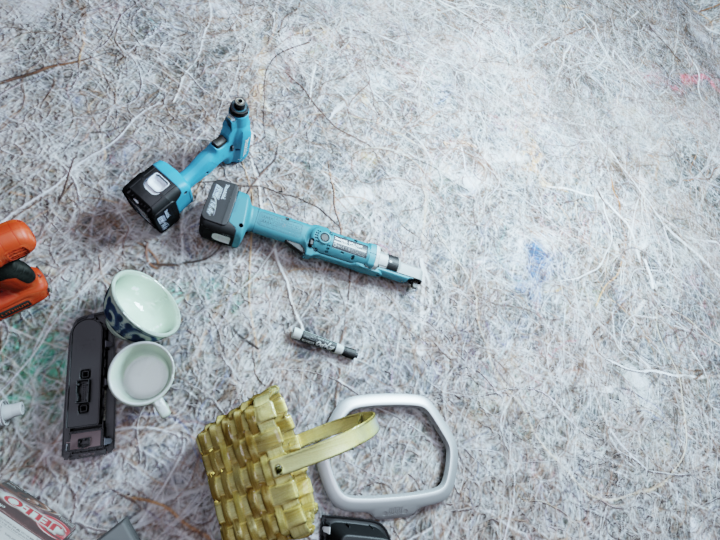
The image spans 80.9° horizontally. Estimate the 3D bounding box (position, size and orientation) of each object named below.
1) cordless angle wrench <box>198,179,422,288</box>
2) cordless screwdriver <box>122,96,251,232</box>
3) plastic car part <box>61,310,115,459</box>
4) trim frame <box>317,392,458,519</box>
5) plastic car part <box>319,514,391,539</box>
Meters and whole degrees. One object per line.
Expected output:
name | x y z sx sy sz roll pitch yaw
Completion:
cordless angle wrench | -0.076 -0.050 0.774 0.414 0.075 0.099 18 65 -12
cordless screwdriver | -0.280 -0.185 0.719 0.074 0.160 0.247 41 65 -2
plastic car part | -0.390 0.155 0.601 0.065 0.066 0.209 -5 67 -13
trim frame | 0.047 0.297 0.687 0.241 0.027 0.189 3 66 -17
plastic car part | 0.004 0.398 0.607 0.114 0.071 0.067 10 68 -11
